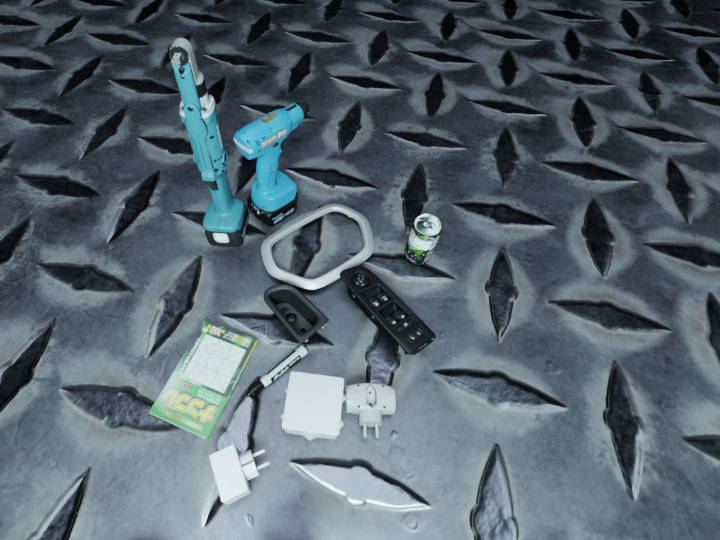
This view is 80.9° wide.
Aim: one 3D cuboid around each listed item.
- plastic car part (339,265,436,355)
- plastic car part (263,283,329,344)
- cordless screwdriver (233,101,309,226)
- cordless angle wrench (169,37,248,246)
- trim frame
[{"bbox_3d":[0.040,0.070,0.768,0.065,0.065,0.212,-31,62,-22],"label":"plastic car part"},{"bbox_3d":[-0.120,0.081,0.756,0.065,0.069,0.121,-37,65,-25],"label":"plastic car part"},{"bbox_3d":[-0.165,-0.212,0.850,0.077,0.242,0.157,40,62,18],"label":"cordless screwdriver"},{"bbox_3d":[-0.261,-0.195,0.735,0.074,0.412,0.100,5,57,-3],"label":"cordless angle wrench"},{"bbox_3d":[-0.086,-0.056,0.875,0.244,0.027,0.192,-34,63,-22],"label":"trim frame"}]
